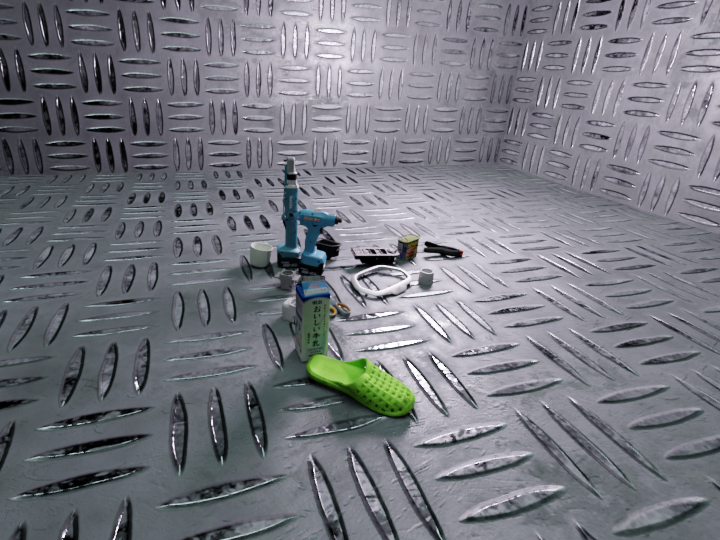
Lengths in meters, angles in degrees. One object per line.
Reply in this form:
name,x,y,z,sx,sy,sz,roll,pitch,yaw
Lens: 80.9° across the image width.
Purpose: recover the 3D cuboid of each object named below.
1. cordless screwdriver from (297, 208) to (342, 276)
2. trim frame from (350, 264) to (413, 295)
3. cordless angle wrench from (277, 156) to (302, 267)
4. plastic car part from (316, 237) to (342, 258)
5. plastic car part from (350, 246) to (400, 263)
cordless screwdriver,-0.151,-0.099,1.549,0.162,0.243,0.074,9,24,10
trim frame,0.078,0.036,1.539,0.240,0.027,0.195,-20,34,-39
cordless angle wrench,-0.262,-0.214,1.580,0.097,0.414,0.077,2,23,-7
plastic car part,-0.134,-0.085,1.723,0.122,0.069,0.064,19,28,30
plastic car part,0.062,-0.056,1.687,0.198,0.065,0.069,-5,26,-16
